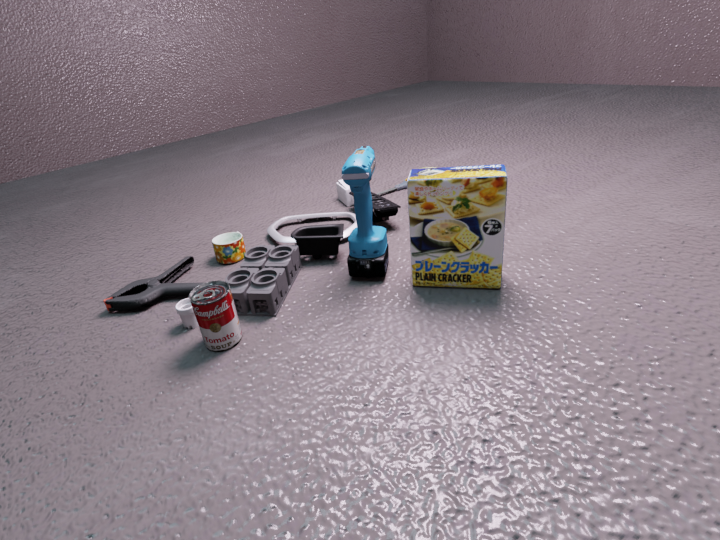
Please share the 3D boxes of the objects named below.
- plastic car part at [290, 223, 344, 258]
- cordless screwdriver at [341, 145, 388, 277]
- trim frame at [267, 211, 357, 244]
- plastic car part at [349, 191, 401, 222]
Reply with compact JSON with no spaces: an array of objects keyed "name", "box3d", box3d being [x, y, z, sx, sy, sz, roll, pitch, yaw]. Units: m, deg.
[{"name":"plastic car part","box3d":[-0.092,-0.060,0.943,0.118,0.069,0.067,-5,29,6]},{"name":"cordless screwdriver","box3d":[0.012,-0.119,0.844,0.076,0.241,0.160,0,29,12]},{"name":"trim frame","box3d":[-0.116,-0.111,1.079,0.251,0.027,0.188,-6,30,5]},{"name":"plastic car part","box3d":[0.031,-0.166,1.095,0.065,0.065,0.213,-17,31,-16]}]
